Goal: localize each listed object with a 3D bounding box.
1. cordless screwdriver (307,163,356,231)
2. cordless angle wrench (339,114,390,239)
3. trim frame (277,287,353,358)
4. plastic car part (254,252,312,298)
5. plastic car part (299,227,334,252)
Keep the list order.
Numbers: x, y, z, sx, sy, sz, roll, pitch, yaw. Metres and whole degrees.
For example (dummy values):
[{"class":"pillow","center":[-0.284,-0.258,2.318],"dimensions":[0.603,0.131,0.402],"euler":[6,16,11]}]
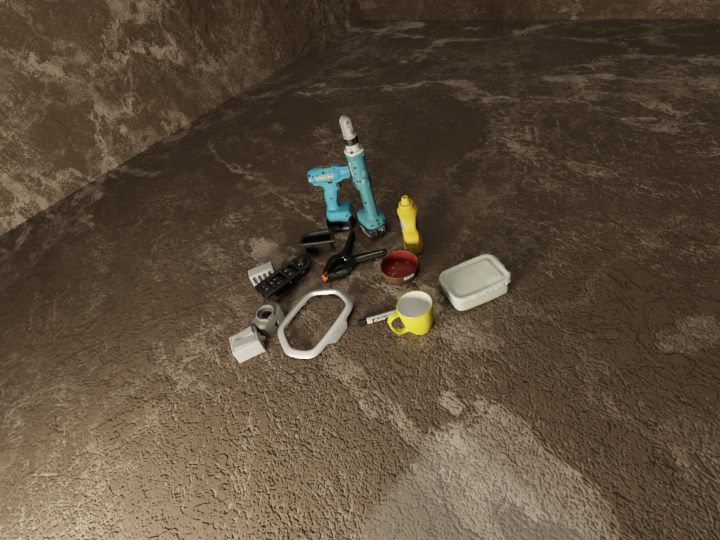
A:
[{"class":"cordless screwdriver","center":[-0.066,-0.246,1.410],"dimensions":[0.163,0.237,0.076],"euler":[-6,43,14]},{"class":"cordless angle wrench","center":[0.004,-0.277,1.291],"dimensions":[0.073,0.404,0.103],"euler":[-29,43,-12]},{"class":"trim frame","center":[-0.127,0.143,1.196],"dimensions":[0.194,0.026,0.247],"euler":[17,55,34]},{"class":"plastic car part","center":[-0.230,0.024,1.330],"dimensions":[0.201,0.064,0.070],"euler":[-41,46,-21]},{"class":"plastic car part","center":[-0.137,-0.090,1.406],"dimensions":[0.118,0.068,0.068],"euler":[-10,43,11]}]
